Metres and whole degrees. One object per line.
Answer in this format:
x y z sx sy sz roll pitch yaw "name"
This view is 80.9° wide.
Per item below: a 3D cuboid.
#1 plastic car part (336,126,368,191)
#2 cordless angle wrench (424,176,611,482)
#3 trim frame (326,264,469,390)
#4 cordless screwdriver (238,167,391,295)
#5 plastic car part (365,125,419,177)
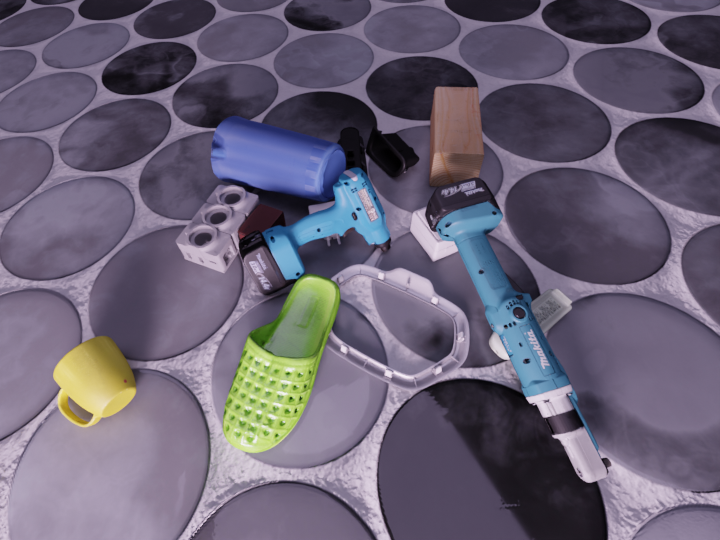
-0.022 -0.222 0.863 0.067 0.064 0.209 -8 52 7 "plastic car part"
0.213 0.065 0.595 0.097 0.072 0.437 -16 67 -8 "cordless angle wrench"
0.046 0.077 0.665 0.259 0.026 0.183 24 59 22 "trim frame"
-0.070 -0.046 0.713 0.248 0.152 0.078 -32 29 -4 "cordless screwdriver"
0.074 -0.243 0.872 0.069 0.065 0.122 -23 59 -29 "plastic car part"
